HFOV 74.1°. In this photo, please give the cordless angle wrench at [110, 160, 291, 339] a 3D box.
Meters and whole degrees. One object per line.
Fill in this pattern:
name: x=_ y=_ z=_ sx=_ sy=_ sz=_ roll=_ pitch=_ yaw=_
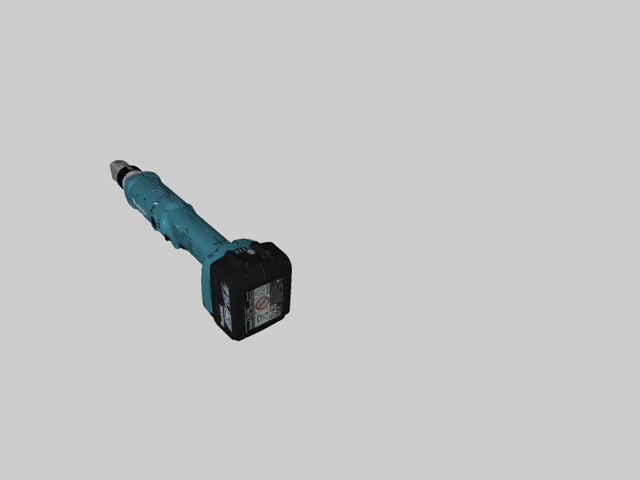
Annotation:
cordless angle wrench: x=-0.196 y=-0.028 z=0.567 sx=0.074 sy=0.098 sz=0.422 roll=-22 pitch=41 yaw=-36
